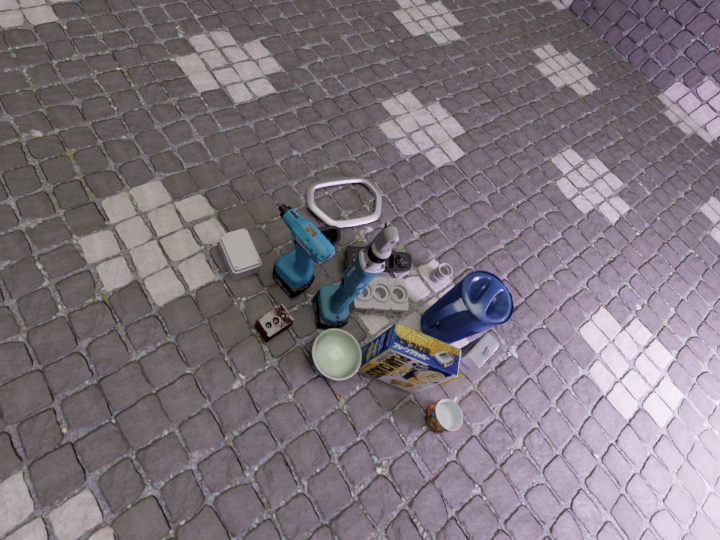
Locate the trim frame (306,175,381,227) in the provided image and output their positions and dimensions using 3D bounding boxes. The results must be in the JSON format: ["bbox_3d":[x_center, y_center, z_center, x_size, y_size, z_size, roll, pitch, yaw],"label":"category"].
[{"bbox_3d":[-0.046,-0.212,1.268,0.241,0.027,0.190,-15,67,-23],"label":"trim frame"}]

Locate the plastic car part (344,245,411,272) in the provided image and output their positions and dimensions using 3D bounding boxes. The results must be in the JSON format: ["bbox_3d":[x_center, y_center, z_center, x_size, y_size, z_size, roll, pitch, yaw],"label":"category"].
[{"bbox_3d":[0.046,-0.020,1.167,0.198,0.067,0.068,2,63,-16],"label":"plastic car part"}]

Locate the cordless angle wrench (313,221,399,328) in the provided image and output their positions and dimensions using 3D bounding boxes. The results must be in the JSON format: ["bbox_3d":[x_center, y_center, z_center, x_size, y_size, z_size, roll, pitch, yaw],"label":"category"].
[{"bbox_3d":[-0.014,0.022,0.916,0.072,0.423,0.101,0,65,-22],"label":"cordless angle wrench"}]

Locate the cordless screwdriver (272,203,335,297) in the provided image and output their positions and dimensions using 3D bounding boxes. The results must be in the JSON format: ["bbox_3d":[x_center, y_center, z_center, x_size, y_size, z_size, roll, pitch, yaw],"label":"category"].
[{"bbox_3d":[-0.157,-0.043,1.011,0.073,0.249,0.162,-36,81,-31],"label":"cordless screwdriver"}]

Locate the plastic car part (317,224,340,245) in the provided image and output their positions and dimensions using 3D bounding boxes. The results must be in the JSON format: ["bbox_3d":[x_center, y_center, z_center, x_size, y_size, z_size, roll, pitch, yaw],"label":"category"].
[{"bbox_3d":[-0.112,-0.073,1.146,0.113,0.071,0.068,-17,71,-25],"label":"plastic car part"}]
